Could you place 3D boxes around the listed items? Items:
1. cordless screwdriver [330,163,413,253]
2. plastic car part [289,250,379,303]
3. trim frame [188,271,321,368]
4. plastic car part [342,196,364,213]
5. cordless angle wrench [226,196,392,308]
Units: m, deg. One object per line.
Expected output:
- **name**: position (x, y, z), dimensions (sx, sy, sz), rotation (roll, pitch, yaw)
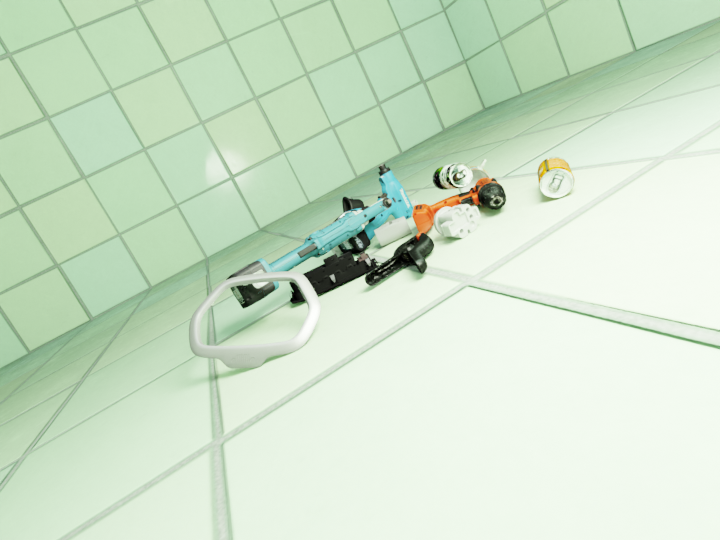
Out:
- **cordless screwdriver**: position (0.026, -0.160, 1.088), dimensions (0.244, 0.156, 0.077), rotation (-38, 15, -30)
- **plastic car part**: position (-0.066, 0.009, 0.884), dimensions (0.204, 0.065, 0.068), rotation (-29, 20, 4)
- **trim frame**: position (-0.187, 0.080, 0.736), dimensions (0.254, 0.026, 0.189), rotation (-6, 49, 13)
- **plastic car part**: position (-0.011, -0.171, 1.290), dimensions (0.068, 0.116, 0.068), rotation (-6, 3, -26)
- **cordless angle wrench**: position (-0.091, -0.060, 0.932), dimensions (0.415, 0.074, 0.100), rotation (-34, 4, -24)
